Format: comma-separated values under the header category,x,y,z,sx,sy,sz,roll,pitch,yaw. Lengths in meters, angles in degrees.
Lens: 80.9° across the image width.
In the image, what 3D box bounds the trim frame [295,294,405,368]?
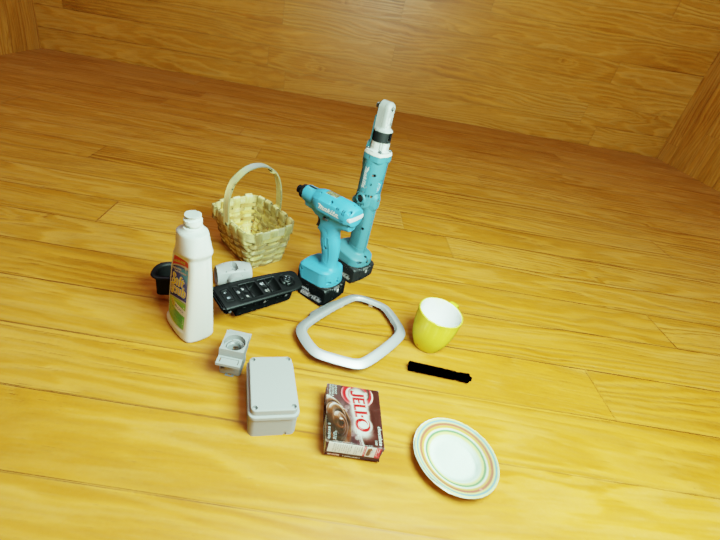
category,x,y,z,sx,sy,sz,roll,pitch,yaw
trim frame,-0.018,0.118,0.866,0.193,0.027,0.241,30,38,28

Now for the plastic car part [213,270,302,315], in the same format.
category,x,y,z,sx,sy,sz,roll,pitch,yaw
plastic car part,-0.209,0.051,0.879,0.196,0.066,0.070,-19,44,-38

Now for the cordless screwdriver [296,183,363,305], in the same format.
category,x,y,z,sx,sy,sz,roll,pitch,yaw
cordless screwdriver,-0.090,-0.059,0.916,0.167,0.244,0.072,32,36,28

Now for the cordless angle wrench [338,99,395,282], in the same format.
category,x,y,z,sx,sy,sz,roll,pitch,yaw
cordless angle wrench,0.015,-0.167,0.954,0.072,0.415,0.103,-20,45,-42

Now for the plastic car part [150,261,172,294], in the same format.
category,x,y,z,sx,sy,sz,roll,pitch,yaw
plastic car part,-0.369,0.024,0.871,0.113,0.069,0.069,-2,35,-20
